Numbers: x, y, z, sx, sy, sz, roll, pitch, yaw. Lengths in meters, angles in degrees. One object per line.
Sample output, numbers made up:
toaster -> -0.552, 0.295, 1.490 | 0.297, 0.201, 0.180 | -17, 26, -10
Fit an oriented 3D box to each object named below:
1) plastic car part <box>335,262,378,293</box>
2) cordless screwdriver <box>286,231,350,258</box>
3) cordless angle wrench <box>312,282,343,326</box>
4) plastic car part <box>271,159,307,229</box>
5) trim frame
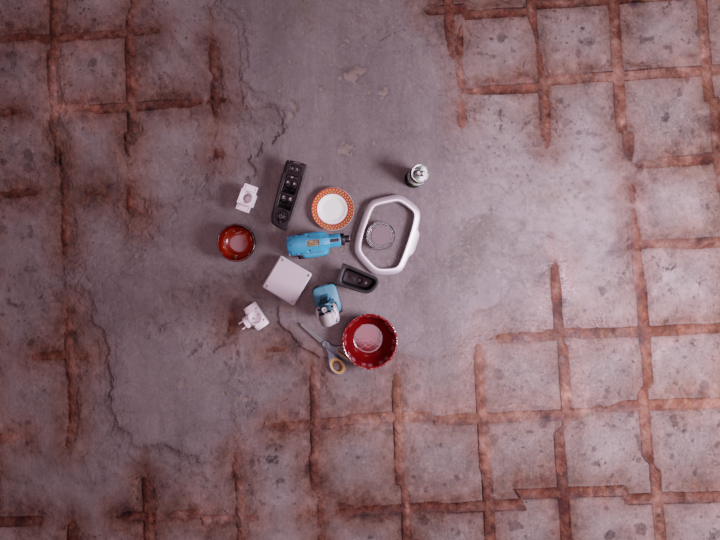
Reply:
plastic car part -> -0.009, 0.028, 1.247 | 0.117, 0.071, 0.066 | 20, 90, 0
cordless screwdriver -> -0.114, -0.074, 1.164 | 0.159, 0.249, 0.074 | -7, 92, -3
cordless angle wrench -> -0.084, 0.095, 1.072 | 0.074, 0.424, 0.098 | -15, 93, -3
plastic car part -> -0.215, -0.222, 1.260 | 0.066, 0.067, 0.203 | 16, 89, -2
trim frame -> 0.083, -0.107, 1.270 | 0.185, 0.027, 0.248 | 17, 89, 1
